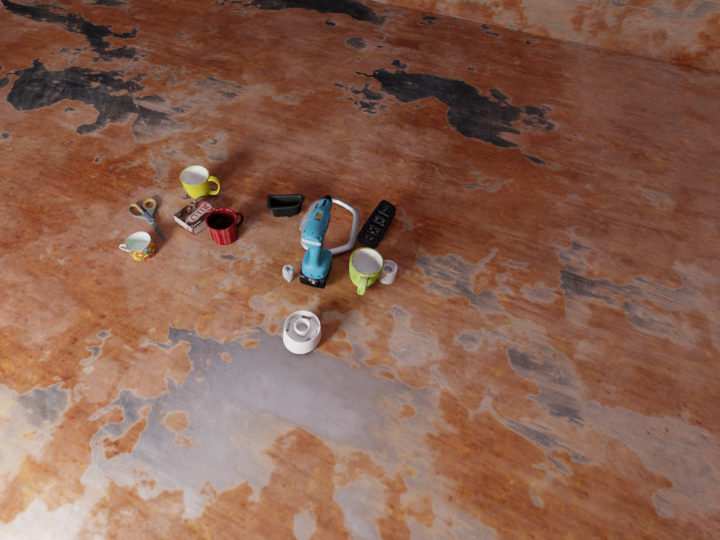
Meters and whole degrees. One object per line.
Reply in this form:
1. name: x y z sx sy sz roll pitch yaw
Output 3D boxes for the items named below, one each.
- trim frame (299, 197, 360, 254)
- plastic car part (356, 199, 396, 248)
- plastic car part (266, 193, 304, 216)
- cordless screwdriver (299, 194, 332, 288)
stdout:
1. trim frame: -0.097 -0.140 1.318 0.186 0.027 0.253 7 53 4
2. plastic car part: 0.053 -0.135 1.294 0.068 0.065 0.203 22 55 12
3. plastic car part: -0.234 -0.197 1.332 0.116 0.069 0.068 -1 54 -4
4. cordless screwdriver: -0.111 -0.072 1.133 0.075 0.242 0.161 14 54 3
